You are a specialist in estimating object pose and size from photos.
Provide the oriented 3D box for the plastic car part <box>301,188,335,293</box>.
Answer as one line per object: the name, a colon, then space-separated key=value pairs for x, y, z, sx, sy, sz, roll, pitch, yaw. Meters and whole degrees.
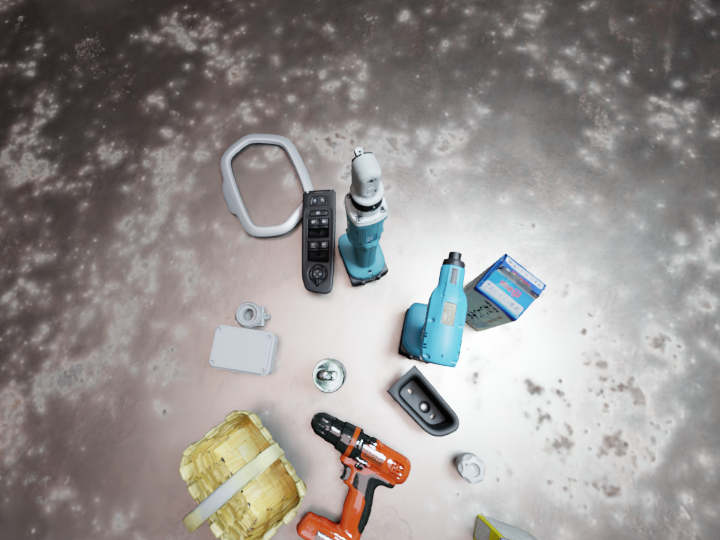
plastic car part: x=-0.081 y=-0.053 z=0.824 sx=0.067 sy=0.065 sz=0.206 roll=-1 pitch=74 yaw=2

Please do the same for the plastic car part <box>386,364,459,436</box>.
plastic car part: x=0.107 y=0.230 z=0.726 sx=0.066 sy=0.069 sz=0.120 roll=-41 pitch=76 yaw=-8

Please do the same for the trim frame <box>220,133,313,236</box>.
trim frame: x=-0.202 y=-0.185 z=0.892 sx=0.184 sy=0.027 sz=0.255 roll=-24 pitch=74 yaw=-2

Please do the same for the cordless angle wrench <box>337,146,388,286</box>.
cordless angle wrench: x=0.005 y=-0.062 z=0.639 sx=0.074 sy=0.415 sz=0.100 roll=-20 pitch=78 yaw=-5

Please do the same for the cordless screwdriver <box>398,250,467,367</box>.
cordless screwdriver: x=0.118 y=0.072 z=0.679 sx=0.075 sy=0.244 sz=0.160 roll=12 pitch=77 yaw=3
